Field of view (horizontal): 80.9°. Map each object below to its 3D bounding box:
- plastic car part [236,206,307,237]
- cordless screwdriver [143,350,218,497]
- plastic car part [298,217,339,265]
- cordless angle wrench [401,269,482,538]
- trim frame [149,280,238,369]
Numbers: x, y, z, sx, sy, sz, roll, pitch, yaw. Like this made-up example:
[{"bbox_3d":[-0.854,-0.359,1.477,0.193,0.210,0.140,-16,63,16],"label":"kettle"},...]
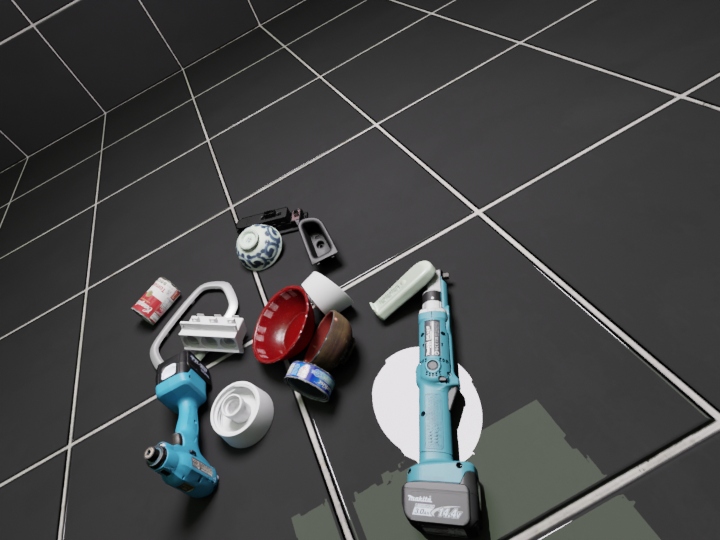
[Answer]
[{"bbox_3d":[-0.242,-0.124,1.106,0.208,0.063,0.068,-14,54,18],"label":"plastic car part"},{"bbox_3d":[-0.324,0.256,0.750,0.074,0.151,0.262,-28,43,-1],"label":"cordless screwdriver"},{"bbox_3d":[-0.095,-0.062,0.970,0.066,0.068,0.121,-26,61,1],"label":"plastic car part"},{"bbox_3d":[0.122,0.165,0.673,0.101,0.071,0.433,-9,46,18],"label":"cordless angle wrench"},{"bbox_3d":[-0.384,0.126,0.981,0.194,0.026,0.249,13,60,33],"label":"trim frame"}]
